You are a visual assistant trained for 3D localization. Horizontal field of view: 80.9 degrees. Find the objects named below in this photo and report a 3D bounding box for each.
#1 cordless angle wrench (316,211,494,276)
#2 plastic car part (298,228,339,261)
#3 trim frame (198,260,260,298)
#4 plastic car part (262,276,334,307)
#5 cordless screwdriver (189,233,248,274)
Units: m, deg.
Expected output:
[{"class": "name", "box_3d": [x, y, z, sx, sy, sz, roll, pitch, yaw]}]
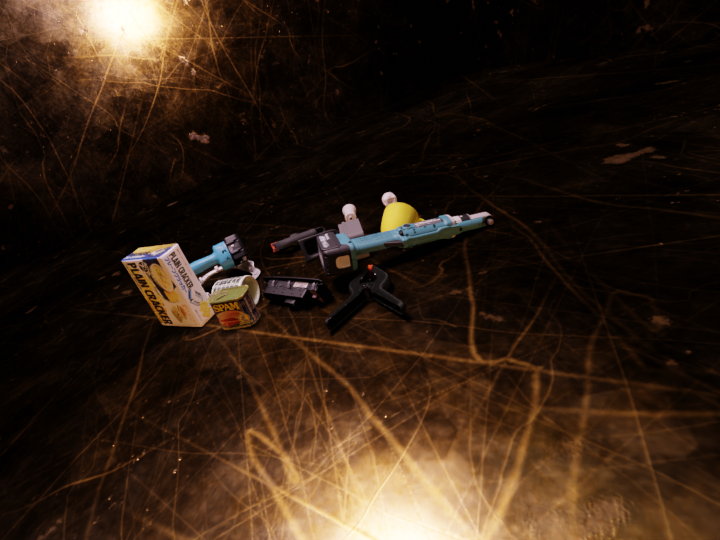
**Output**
[{"class": "cordless angle wrench", "box_3d": [0.111, -0.081, 0.999, 0.420, 0.072, 0.102, -13, 30, -6]}, {"class": "plastic car part", "box_3d": [-0.119, -0.078, 1.212, 0.115, 0.065, 0.073, -22, 11, -12]}, {"class": "trim frame", "box_3d": [-0.401, 0.024, 1.254, 0.181, 0.026, 0.262, -38, 29, -31]}, {"class": "plastic car part", "box_3d": [-0.161, 0.053, 1.001, 0.214, 0.063, 0.067, 7, 62, 42]}, {"class": "cordless screwdriver", "box_3d": [-0.457, -0.013, 1.244, 0.244, 0.075, 0.160, -27, -5, -20]}]
